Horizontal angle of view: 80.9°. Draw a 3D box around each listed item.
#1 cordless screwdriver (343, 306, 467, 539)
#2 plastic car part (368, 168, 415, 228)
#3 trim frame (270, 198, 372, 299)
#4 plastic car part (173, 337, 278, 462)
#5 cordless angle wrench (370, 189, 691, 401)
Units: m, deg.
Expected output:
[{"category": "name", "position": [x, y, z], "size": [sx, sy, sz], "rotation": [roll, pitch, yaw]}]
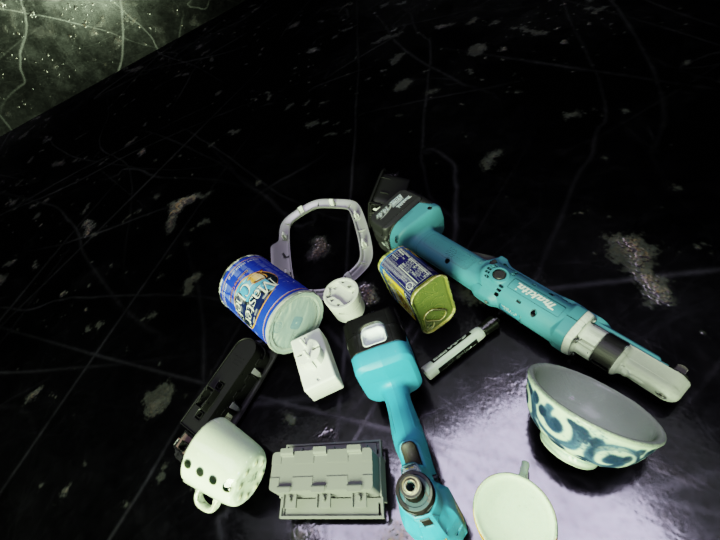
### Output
[{"category": "cordless screwdriver", "position": [0.040, 0.149, 0.460], "size": [0.075, 0.151, 0.260], "rotation": [-21, 45, 4]}, {"category": "plastic car part", "position": [0.060, -0.132, 0.756], "size": [0.073, 0.063, 0.117], "rotation": [15, 55, 15]}, {"category": "trim frame", "position": [-0.075, -0.049, 0.763], "size": [0.186, 0.026, 0.258], "rotation": [-20, 49, 9]}, {"category": "plastic car part", "position": [-0.197, 0.177, 0.610], "size": [0.070, 0.064, 0.202], "rotation": [11, 55, 38]}, {"category": "cordless angle wrench", "position": [0.186, 0.018, 0.564], "size": [0.097, 0.071, 0.448], "rotation": [-41, 50, -13]}]
